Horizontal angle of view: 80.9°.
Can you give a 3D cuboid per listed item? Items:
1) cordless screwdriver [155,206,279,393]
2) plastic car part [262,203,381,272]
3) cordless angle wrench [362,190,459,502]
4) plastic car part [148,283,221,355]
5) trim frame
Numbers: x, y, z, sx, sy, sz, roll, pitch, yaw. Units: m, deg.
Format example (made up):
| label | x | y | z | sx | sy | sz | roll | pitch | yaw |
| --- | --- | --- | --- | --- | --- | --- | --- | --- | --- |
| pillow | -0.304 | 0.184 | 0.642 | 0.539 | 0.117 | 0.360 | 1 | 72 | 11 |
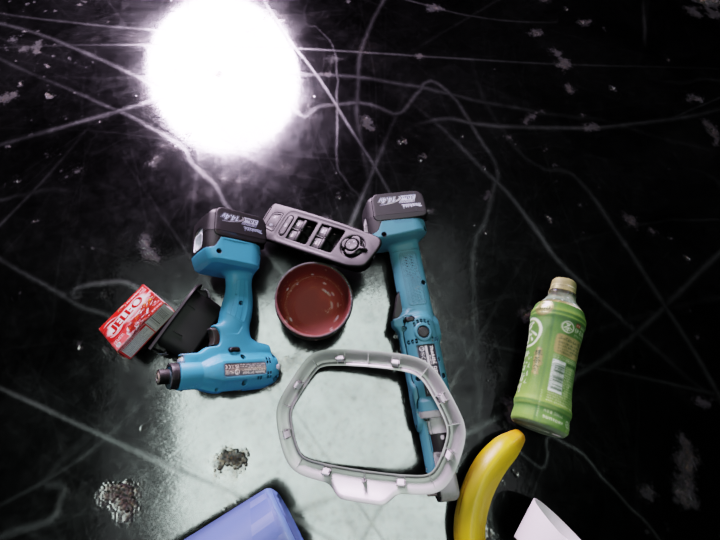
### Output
| label | x | y | z | sx | sy | sz | roll | pitch | yaw |
| --- | --- | --- | --- | --- | --- | --- | --- | --- | --- |
| cordless screwdriver | -0.198 | 0.038 | 0.583 | 0.151 | 0.076 | 0.254 | 7 | 66 | -39 |
| plastic car part | -0.063 | -0.041 | 0.647 | 0.213 | 0.064 | 0.066 | 17 | 59 | 30 |
| cordless angle wrench | 0.082 | 0.091 | 0.609 | 0.097 | 0.073 | 0.433 | -7 | 70 | -6 |
| plastic car part | -0.242 | 0.083 | 0.614 | 0.070 | 0.067 | 0.116 | 36 | 66 | -6 |
| trim frame | 0.007 | 0.199 | 0.553 | 0.254 | 0.027 | 0.186 | 2 | 77 | 12 |
